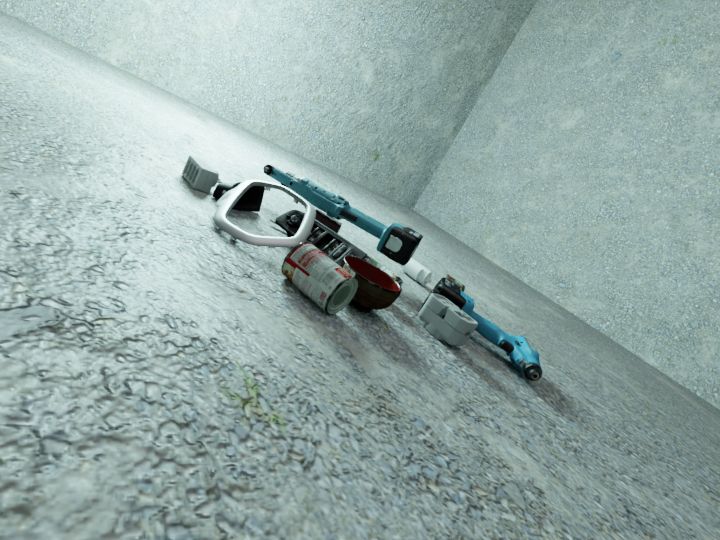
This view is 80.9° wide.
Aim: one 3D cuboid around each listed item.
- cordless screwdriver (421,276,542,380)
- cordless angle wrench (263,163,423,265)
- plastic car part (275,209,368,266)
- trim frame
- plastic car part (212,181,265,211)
[{"bbox_3d":[0.248,0.120,0.857,0.252,0.074,0.157,34,15,6],"label":"cordless screwdriver"},{"bbox_3d":[-0.058,-0.153,1.017,0.435,0.074,0.095,31,16,14],"label":"cordless angle wrench"},{"bbox_3d":[-0.082,-0.054,0.841,0.211,0.066,0.065,37,-23,21],"label":"plastic car part"},{"bbox_3d":[-0.178,-0.111,0.800,0.183,0.027,0.253,18,34,-5],"label":"trim frame"},{"bbox_3d":[-0.269,-0.166,0.908,0.074,0.065,0.112,19,13,26],"label":"plastic car part"}]
